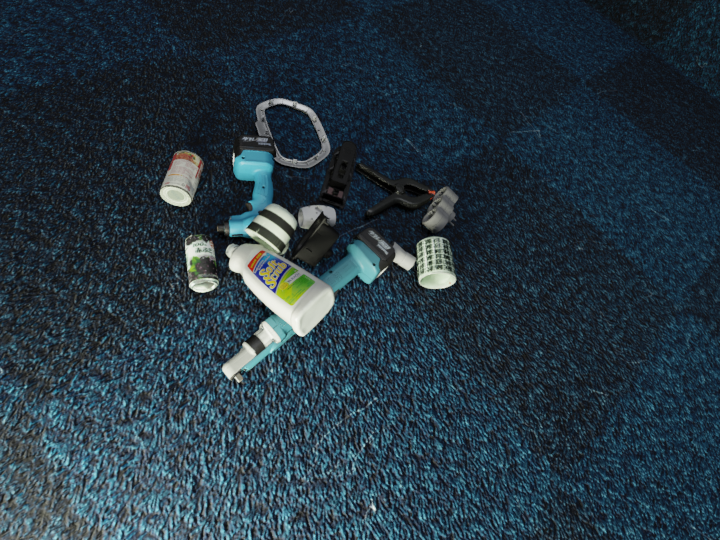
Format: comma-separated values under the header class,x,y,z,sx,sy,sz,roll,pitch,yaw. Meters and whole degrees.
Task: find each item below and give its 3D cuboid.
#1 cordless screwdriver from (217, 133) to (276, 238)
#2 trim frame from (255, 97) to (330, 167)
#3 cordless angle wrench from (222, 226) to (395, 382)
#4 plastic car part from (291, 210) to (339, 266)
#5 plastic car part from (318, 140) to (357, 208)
class,x,y,z,sx,sy,sz,roll,pitch,yaw
cordless screwdriver,-0.248,-0.184,0.941,0.155,0.074,0.256,-6,65,-20
trim frame,-0.179,-0.363,1.099,0.179,0.027,0.257,-11,65,-21
cordless angle wrench,-0.097,0.062,0.836,0.100,0.074,0.416,44,60,11
plastic car part,-0.088,-0.058,0.903,0.069,0.116,0.068,33,12,-14
plastic car part,-0.048,-0.252,1.051,0.066,0.066,0.206,14,54,-3
